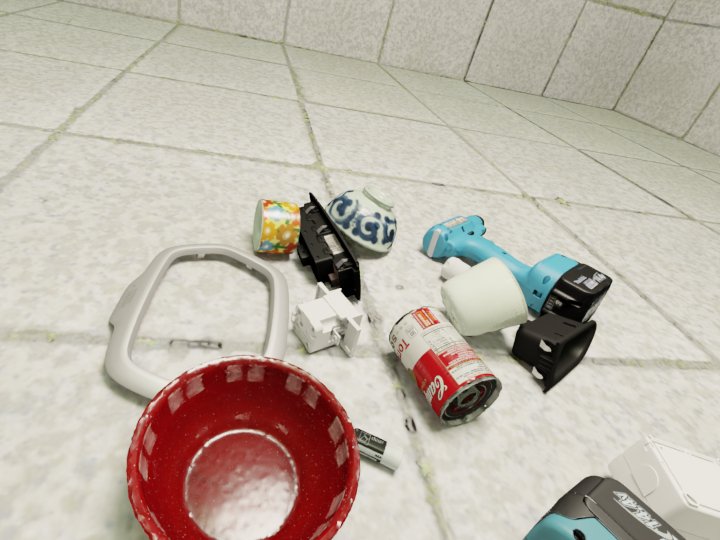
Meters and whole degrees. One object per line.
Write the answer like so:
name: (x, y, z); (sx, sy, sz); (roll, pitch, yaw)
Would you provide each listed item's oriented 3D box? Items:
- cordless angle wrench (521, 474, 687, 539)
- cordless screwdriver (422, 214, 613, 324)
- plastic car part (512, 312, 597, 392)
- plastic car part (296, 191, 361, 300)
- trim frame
cordless angle wrench: (0.043, 0.250, 0.195); (0.408, 0.073, 0.103); (-17, 45, -35)
cordless screwdriver: (0.237, -0.016, 0.650); (0.262, 0.073, 0.154); (33, 37, 32)
plastic car part: (0.228, 0.085, 0.515); (0.112, 0.065, 0.075); (-16, 30, -43)
plastic car part: (-0.058, -0.038, 0.593); (0.067, 0.063, 0.213); (-20, 42, -5)
trim frame: (-0.170, 0.042, 0.462); (0.181, 0.027, 0.257); (7, 36, -11)
